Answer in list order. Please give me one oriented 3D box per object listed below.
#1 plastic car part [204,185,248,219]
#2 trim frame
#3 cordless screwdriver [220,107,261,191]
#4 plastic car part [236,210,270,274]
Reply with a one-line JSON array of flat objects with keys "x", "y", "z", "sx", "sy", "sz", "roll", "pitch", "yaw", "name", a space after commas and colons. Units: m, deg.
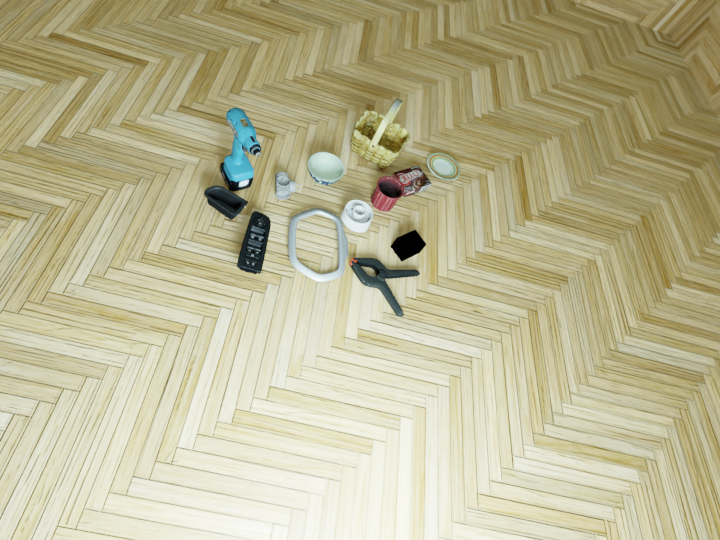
[{"x": -0.390, "y": -0.188, "z": 1.210, "sx": 0.117, "sy": 0.070, "sz": 0.066, "roll": 31, "pitch": 56, "yaw": 3, "name": "plastic car part"}, {"x": -0.121, "y": -0.079, "z": 1.242, "sx": 0.180, "sy": 0.027, "sz": 0.256, "roll": 3, "pitch": 58, "yaw": -14, "name": "trim frame"}, {"x": -0.334, "y": -0.317, "z": 1.199, "sx": 0.072, "sy": 0.247, "sz": 0.165, "roll": -20, "pitch": 69, "yaw": -29, "name": "cordless screwdriver"}, {"x": -0.291, "y": -0.073, "z": 1.167, "sx": 0.065, "sy": 0.067, "sz": 0.208, "roll": 12, "pitch": 57, "yaw": -11, "name": "plastic car part"}]
